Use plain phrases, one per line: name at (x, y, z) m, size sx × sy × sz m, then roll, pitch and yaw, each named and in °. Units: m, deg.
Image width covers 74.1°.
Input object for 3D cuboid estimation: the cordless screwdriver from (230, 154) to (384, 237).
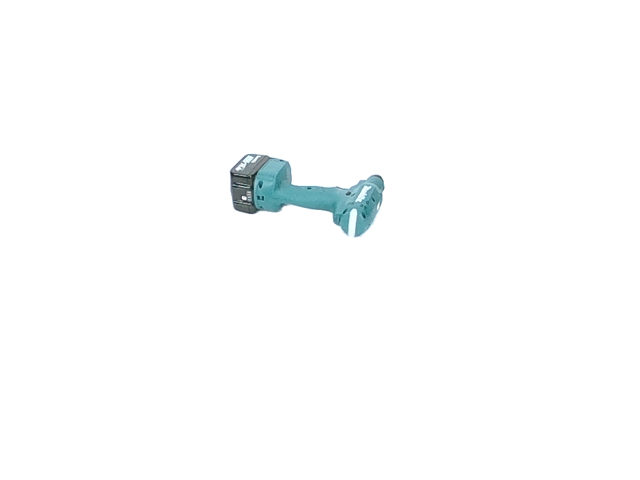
cordless screwdriver at (-0.018, -0.089, 0.723) m, size 0.250 × 0.074 × 0.158 m, roll 14°, pitch 37°, yaw 15°
